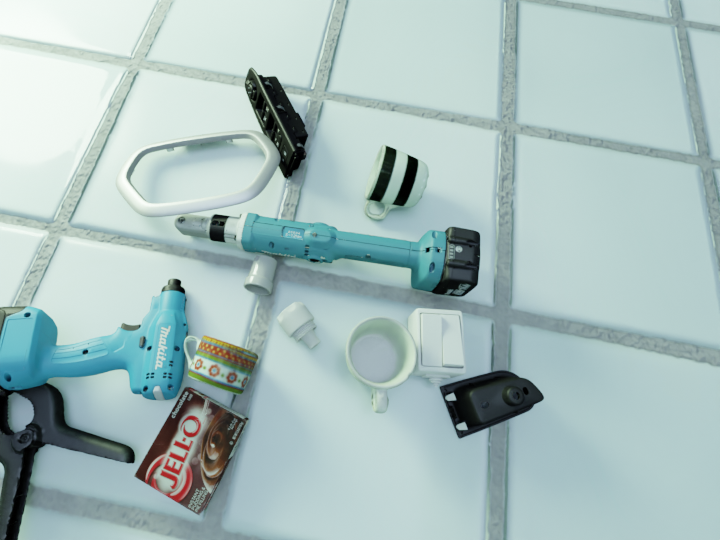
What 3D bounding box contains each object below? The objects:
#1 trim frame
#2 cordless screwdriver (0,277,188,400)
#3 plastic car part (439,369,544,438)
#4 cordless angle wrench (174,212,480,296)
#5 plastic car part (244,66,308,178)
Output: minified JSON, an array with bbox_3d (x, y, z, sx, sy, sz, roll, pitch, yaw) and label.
[{"bbox_3d":[-0.245,-0.155,0.644,0.247,0.026,0.192,-12,55,-4],"label":"trim frame"},{"bbox_3d":[-0.348,0.080,0.534,0.244,0.073,0.164,2,58,-12],"label":"cordless screwdriver"},{"bbox_3d":[0.172,0.160,0.528,0.116,0.069,0.068,-16,73,-6],"label":"plastic car part"},{"bbox_3d":[-0.058,-0.038,0.594,0.427,0.096,0.075,9,72,5],"label":"cordless angle wrench"},{"bbox_3d":[-0.134,-0.253,0.691,0.065,0.066,0.209,-23,70,-22],"label":"plastic car part"}]
